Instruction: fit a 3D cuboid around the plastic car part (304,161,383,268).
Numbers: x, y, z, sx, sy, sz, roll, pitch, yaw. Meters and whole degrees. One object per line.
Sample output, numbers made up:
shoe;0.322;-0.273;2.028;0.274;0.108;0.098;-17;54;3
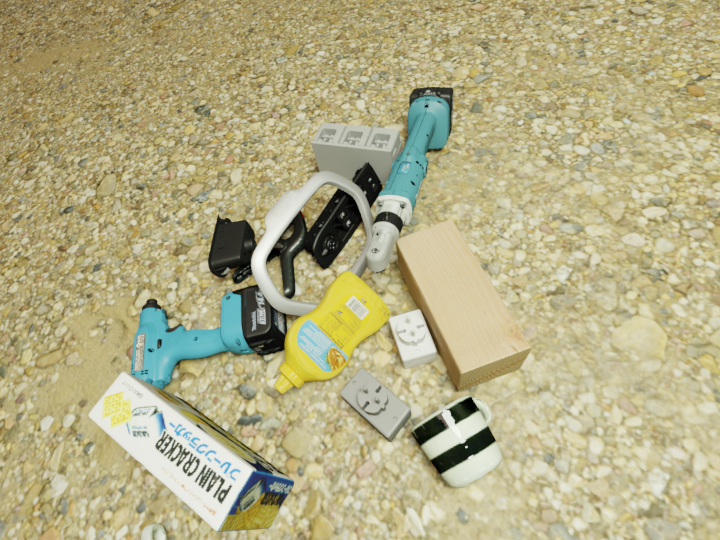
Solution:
plastic car part;-0.037;-0.098;0.735;0.070;0.063;0.203;10;60;33

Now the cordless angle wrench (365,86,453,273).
cordless angle wrench;0.079;-0.160;0.672;0.077;0.094;0.426;7;48;18

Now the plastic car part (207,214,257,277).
plastic car part;-0.212;-0.042;0.724;0.072;0.063;0.121;-17;46;11

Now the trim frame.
trim frame;-0.065;-0.042;0.661;0.248;0.177;0.028;-56;22;-22

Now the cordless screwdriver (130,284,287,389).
cordless screwdriver;-0.245;0.085;0.669;0.251;0.071;0.166;-19;55;6
